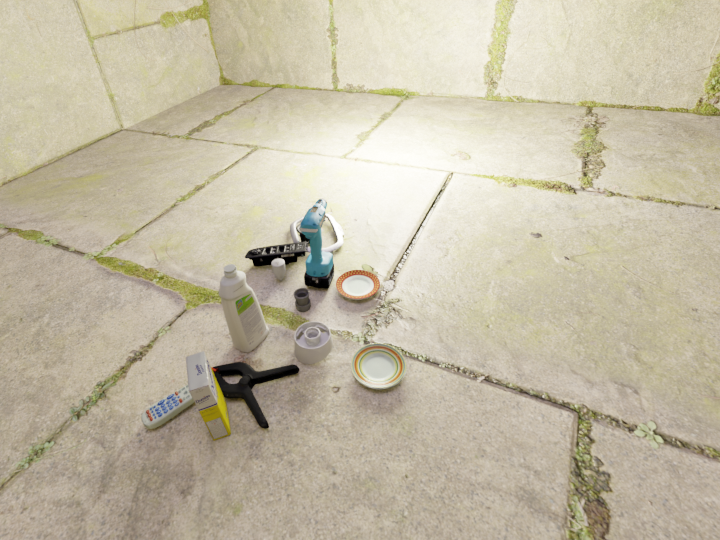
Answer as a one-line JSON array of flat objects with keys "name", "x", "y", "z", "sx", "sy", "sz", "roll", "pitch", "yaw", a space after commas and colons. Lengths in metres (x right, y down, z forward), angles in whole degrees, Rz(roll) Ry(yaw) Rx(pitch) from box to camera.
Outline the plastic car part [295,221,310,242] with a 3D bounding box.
[{"name": "plastic car part", "x": -0.175, "y": -0.130, "z": 1.449, "sx": 0.069, "sy": 0.068, "sz": 0.115, "roll": 17, "pitch": 43, "yaw": 25}]

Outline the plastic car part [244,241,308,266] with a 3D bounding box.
[{"name": "plastic car part", "x": -0.268, "y": -0.049, "z": 1.361, "sx": 0.204, "sy": 0.065, "sz": 0.068, "roll": -3, "pitch": 38, "yaw": 3}]

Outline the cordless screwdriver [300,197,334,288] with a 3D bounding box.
[{"name": "cordless screwdriver", "x": -0.121, "y": -0.079, "z": 1.238, "sx": 0.076, "sy": 0.240, "sz": 0.161, "roll": 6, "pitch": 38, "yaw": 10}]

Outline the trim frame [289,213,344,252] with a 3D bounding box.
[{"name": "trim frame", "x": -0.151, "y": -0.131, "z": 1.481, "sx": 0.182, "sy": 0.026, "sz": 0.260, "roll": -13, "pitch": 39, "yaw": -9}]
